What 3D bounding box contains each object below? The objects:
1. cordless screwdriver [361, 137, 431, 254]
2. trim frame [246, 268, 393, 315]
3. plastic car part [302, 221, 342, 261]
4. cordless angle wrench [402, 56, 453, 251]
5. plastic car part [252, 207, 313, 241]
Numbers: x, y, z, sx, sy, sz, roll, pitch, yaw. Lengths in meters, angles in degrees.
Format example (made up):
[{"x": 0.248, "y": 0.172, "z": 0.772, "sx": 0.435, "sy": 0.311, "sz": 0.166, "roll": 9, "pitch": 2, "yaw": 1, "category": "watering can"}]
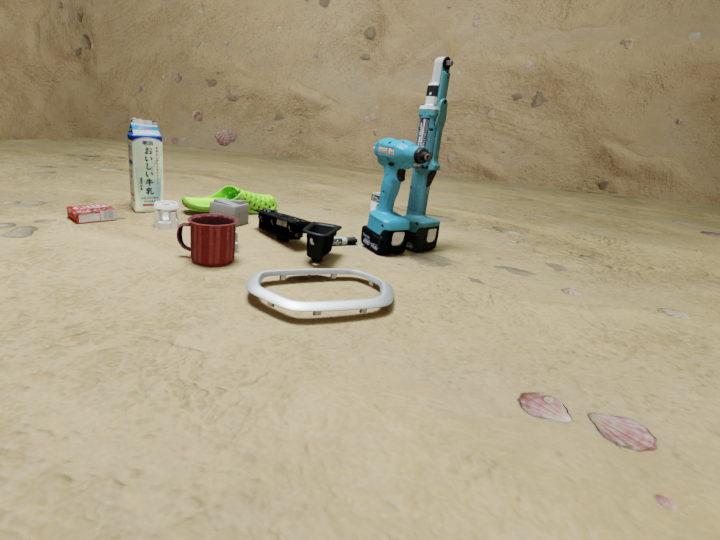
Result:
[{"x": 0.078, "y": -0.155, "z": 0.912, "sx": 0.071, "sy": 0.245, "sz": 0.168, "roll": -3, "pitch": 20, "yaw": -30, "category": "cordless screwdriver"}, {"x": -0.062, "y": 0.028, "z": 0.687, "sx": 0.240, "sy": 0.027, "sz": 0.193, "roll": -4, "pitch": 21, "yaw": -23, "category": "trim frame"}, {"x": -0.083, "y": -0.054, "z": 0.852, "sx": 0.067, "sy": 0.070, "sz": 0.116, "roll": 9, "pitch": 19, "yaw": 8, "category": "plastic car part"}, {"x": 0.149, "y": -0.254, "z": 0.955, "sx": 0.071, "sy": 0.416, "sz": 0.104, "roll": -8, "pitch": 22, "yaw": -40, "category": "cordless angle wrench"}, {"x": -0.183, "y": -0.106, "z": 0.978, "sx": 0.063, "sy": 0.066, "sz": 0.215, "roll": -8, "pitch": 23, "yaw": -37, "category": "plastic car part"}]
